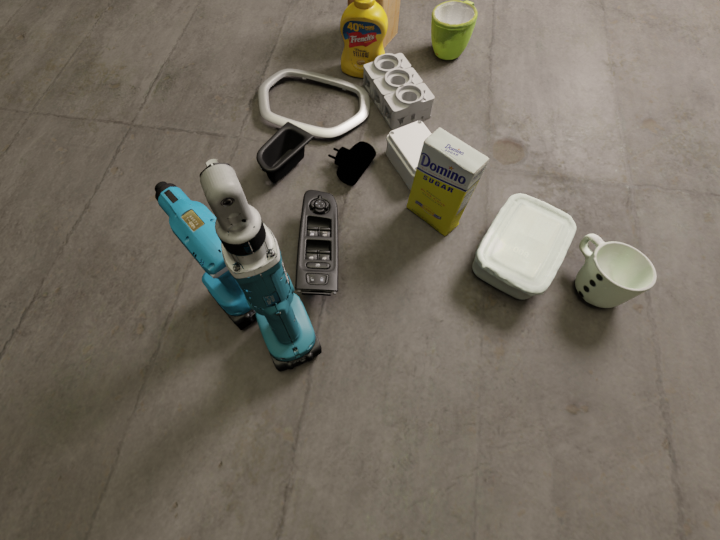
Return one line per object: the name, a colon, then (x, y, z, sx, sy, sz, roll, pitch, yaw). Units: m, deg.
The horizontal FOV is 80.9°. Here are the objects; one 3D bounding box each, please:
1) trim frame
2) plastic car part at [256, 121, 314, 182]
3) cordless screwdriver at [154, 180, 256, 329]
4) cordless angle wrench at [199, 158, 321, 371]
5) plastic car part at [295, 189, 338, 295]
trim frame: (-0.102, -0.361, 0.900, 0.255, 0.027, 0.185, 18, 65, 13)
plastic car part: (-0.147, -0.214, 0.804, 0.068, 0.069, 0.116, 33, 69, 16)
cordless screwdriver: (-0.209, -0.017, 0.610, 0.074, 0.242, 0.165, -39, 70, -17)
cordless angle wrench: (-0.106, 0.023, 0.487, 0.073, 0.411, 0.102, -22, 67, -11)
plastic car part: (-0.070, -0.046, 0.714, 0.067, 0.065, 0.208, -2, 63, 1)
